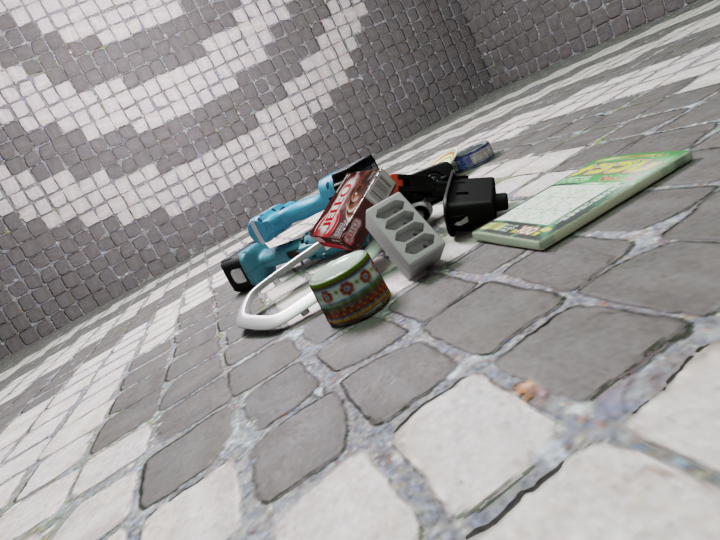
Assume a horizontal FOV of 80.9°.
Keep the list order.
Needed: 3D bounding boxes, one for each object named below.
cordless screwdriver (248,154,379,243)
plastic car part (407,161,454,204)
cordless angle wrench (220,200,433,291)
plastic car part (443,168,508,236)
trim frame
[{"bbox_3d":[-0.073,-0.126,0.761,0.257,0.073,0.157,-17,17,31],"label":"cordless screwdriver"},{"bbox_3d":[0.077,-0.128,0.768,0.207,0.067,0.064,-23,-12,22],"label":"plastic car part"},{"bbox_3d":[-0.072,-0.047,0.741,0.438,0.072,0.097,-14,20,34],"label":"cordless angle wrench"},{"bbox_3d":[0.144,-0.083,0.522,0.073,0.064,0.116,-7,24,19],"label":"plastic car part"},{"bbox_3d":[-0.069,0.004,0.594,0.247,0.026,0.192,-38,26,-7],"label":"trim frame"}]
